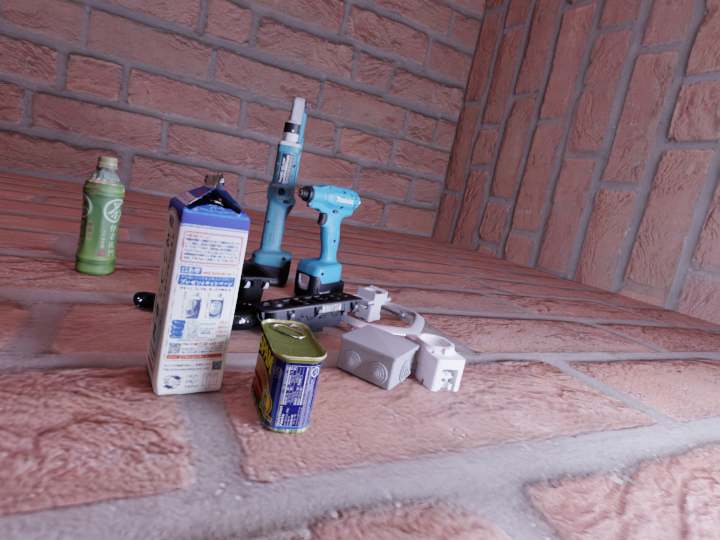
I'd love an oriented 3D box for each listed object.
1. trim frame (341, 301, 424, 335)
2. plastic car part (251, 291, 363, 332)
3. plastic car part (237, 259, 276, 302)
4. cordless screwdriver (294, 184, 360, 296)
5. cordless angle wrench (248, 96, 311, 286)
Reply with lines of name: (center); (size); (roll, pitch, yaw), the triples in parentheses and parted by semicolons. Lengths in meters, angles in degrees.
trim frame: (0.032, 0.090, 0.840); (0.189, 0.027, 0.244); (14, 11, 13)
plastic car part: (-0.092, 0.070, 0.705); (0.193, 0.066, 0.070); (2, 13, -42)
plastic car part: (-0.216, 0.025, 0.803); (0.063, 0.070, 0.123); (6, 11, -33)
cordless screwdriver: (-0.087, -0.057, 0.890); (0.078, 0.247, 0.151); (19, 11, 39)
cordless angle wrench: (-0.178, -0.178, 0.960); (0.097, 0.420, 0.076); (11, 8, -9)
